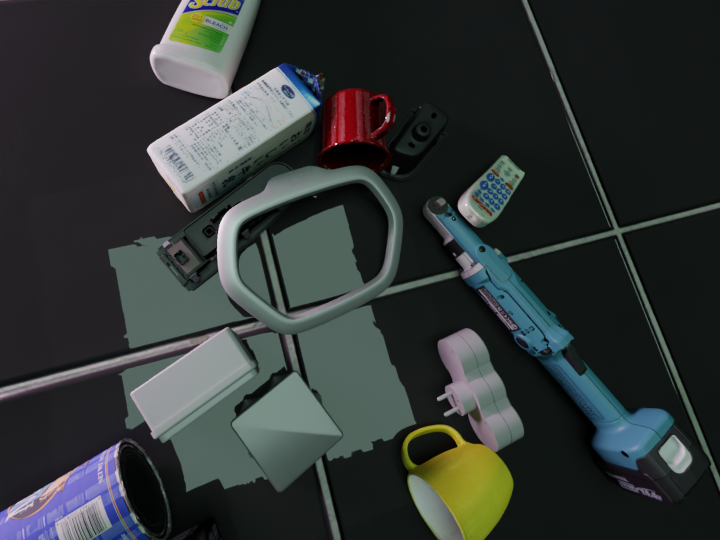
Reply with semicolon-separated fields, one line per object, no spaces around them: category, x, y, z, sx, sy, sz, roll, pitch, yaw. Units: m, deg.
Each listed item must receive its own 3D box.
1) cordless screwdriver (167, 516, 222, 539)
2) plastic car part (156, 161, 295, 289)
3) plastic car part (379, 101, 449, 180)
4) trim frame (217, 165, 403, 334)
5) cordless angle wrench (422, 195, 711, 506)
cordless screwdriver;-0.128;0.375;0.387;0.073;0.156;0.258;-22;67;-19
plastic car part;-0.151;-0.069;0.512;0.201;0.066;0.067;-42;82;-18
plastic car part;0.075;-0.177;0.564;0.066;0.071;0.116;37;72;-2
trim frame;-0.049;-0.032;0.506;0.243;0.028;0.182;-24;99;-22
cordless angle wrench;0.221;0.075;0.524;0.073;0.097;0.430;-36;81;-16
